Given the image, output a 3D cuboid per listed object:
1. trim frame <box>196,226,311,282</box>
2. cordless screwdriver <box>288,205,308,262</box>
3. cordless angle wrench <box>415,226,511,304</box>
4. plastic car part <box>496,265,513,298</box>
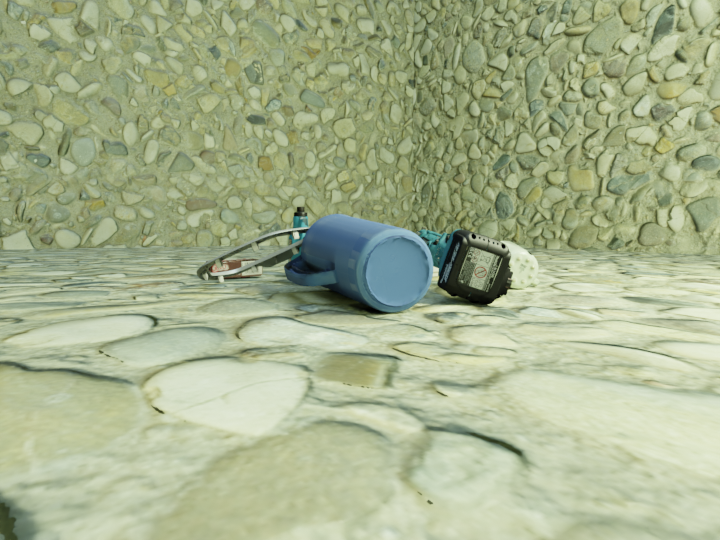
[{"bbox_3d":[-0.189,-0.026,0.784,0.252,0.028,0.179,-24,-7,14],"label":"trim frame"},{"bbox_3d":[-0.087,-0.057,0.891,0.071,0.158,0.260,-1,6,-30],"label":"cordless screwdriver"},{"bbox_3d":[0.151,-0.038,0.791,0.074,0.097,0.427,18,9,-6],"label":"cordless angle wrench"},{"bbox_3d":[0.208,0.008,0.729,0.066,0.066,0.206,10,3,-11],"label":"plastic car part"}]
